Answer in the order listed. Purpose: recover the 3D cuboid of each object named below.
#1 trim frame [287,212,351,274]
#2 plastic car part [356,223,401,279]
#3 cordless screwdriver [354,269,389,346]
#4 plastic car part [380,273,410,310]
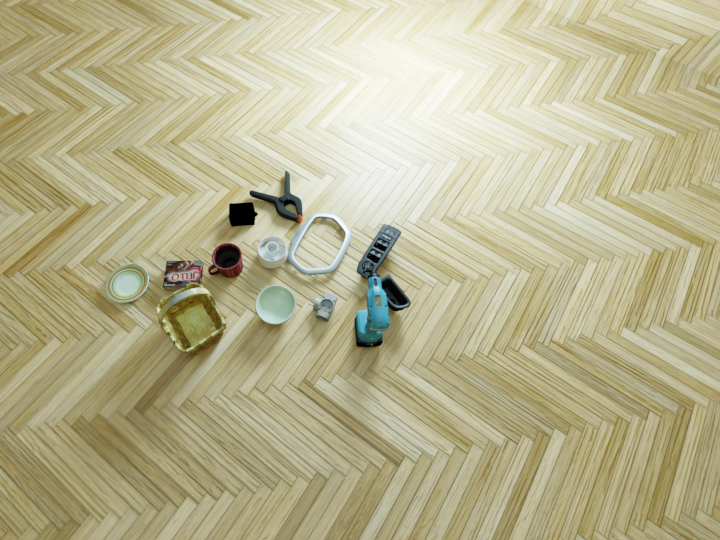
[{"bbox_3d":[-0.136,-0.089,1.394,0.188,0.027,0.250,21,64,9],"label":"trim frame"},{"bbox_3d":[0.053,-0.054,1.359,0.068,0.065,0.202,30,66,10],"label":"plastic car part"},{"bbox_3d":[0.030,0.115,1.172,0.074,0.244,0.164,-2,65,-7],"label":"cordless screwdriver"},{"bbox_3d":[0.094,0.082,1.288,0.065,0.069,0.121,-32,69,-18],"label":"plastic car part"}]
